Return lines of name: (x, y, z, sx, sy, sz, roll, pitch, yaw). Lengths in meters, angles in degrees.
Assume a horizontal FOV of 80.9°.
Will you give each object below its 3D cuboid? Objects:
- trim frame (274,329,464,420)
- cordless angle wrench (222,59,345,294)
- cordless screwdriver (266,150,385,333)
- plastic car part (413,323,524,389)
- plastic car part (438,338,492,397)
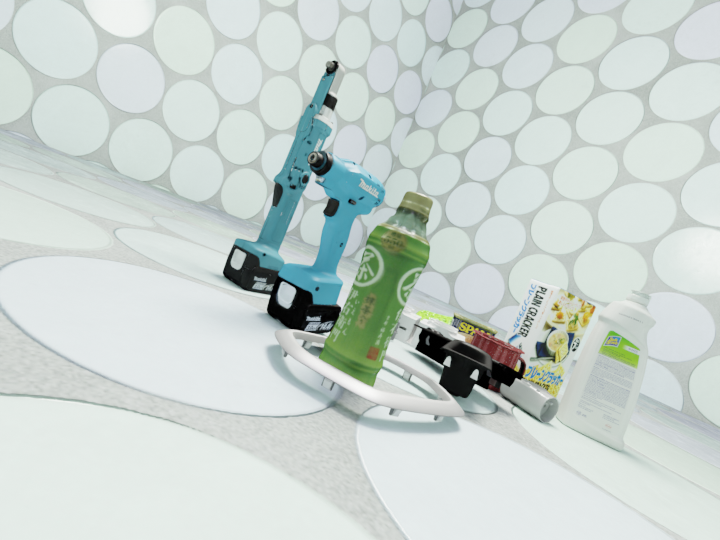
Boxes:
trim frame: (0.011, 0.117, 0.487, 0.235, 0.027, 0.195, 20, 4, -41)
cordless angle wrench: (-0.118, -0.166, 0.749, 0.078, 0.422, 0.093, 24, 2, 35)
cordless screwdriver: (-0.058, -0.038, 0.597, 0.078, 0.248, 0.151, 24, 3, 35)
plastic car part: (0.160, 0.145, 0.699, 0.063, 0.067, 0.213, 21, 3, -33)
plastic car part: (0.141, 0.142, 0.590, 0.069, 0.071, 0.112, 24, 3, 20)
